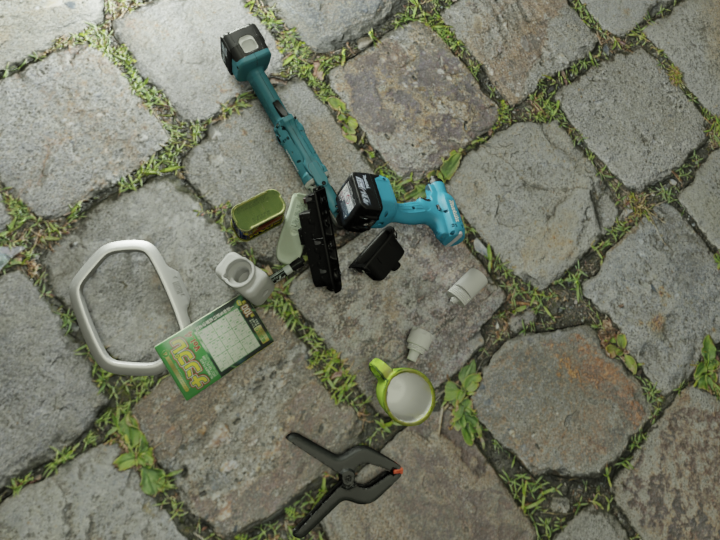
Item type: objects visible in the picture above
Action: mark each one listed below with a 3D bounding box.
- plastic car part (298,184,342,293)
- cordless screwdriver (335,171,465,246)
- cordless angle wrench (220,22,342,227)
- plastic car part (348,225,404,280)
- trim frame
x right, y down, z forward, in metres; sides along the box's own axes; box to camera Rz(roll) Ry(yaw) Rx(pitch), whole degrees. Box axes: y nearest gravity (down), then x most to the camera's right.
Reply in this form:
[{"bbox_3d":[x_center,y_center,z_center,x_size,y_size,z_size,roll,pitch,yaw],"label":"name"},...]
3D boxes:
[{"bbox_3d":[-0.076,-0.050,0.779,0.068,0.066,0.200,-13,101,8],"label":"plastic car part"},{"bbox_3d":[0.078,-0.135,0.809,0.239,0.075,0.164,6,56,-24],"label":"cordless screwdriver"},{"bbox_3d":[-0.137,-0.269,0.825,0.073,0.099,0.423,-30,90,-15],"label":"cordless angle wrench"},{"bbox_3d":[0.045,-0.024,0.823,0.115,0.068,0.069,-45,107,-18],"label":"plastic car part"},{"bbox_3d":[-0.398,0.065,0.745,0.182,0.027,0.251,-26,83,-12],"label":"trim frame"}]
